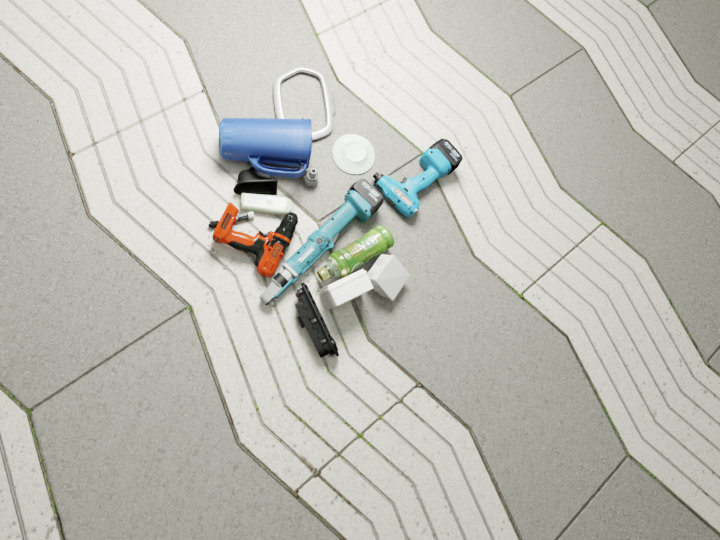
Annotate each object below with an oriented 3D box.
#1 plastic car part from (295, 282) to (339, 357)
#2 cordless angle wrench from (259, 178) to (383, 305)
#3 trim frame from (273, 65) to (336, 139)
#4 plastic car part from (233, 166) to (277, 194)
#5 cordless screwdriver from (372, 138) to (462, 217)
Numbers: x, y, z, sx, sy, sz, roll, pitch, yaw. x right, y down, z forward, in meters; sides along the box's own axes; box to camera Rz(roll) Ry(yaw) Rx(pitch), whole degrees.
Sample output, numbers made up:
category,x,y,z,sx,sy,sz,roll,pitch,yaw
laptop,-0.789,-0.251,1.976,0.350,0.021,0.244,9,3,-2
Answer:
category,x,y,z,sx,sy,sz,roll,pitch,yaw
plastic car part,-0.116,0.132,1.057,0.066,0.066,0.206,-30,82,-8
cordless angle wrench,-0.109,-0.071,1.113,0.098,0.074,0.420,43,74,1
trim frame,-0.162,-0.493,1.240,0.181,0.027,0.253,-6,74,-11
plastic car part,-0.282,-0.245,1.136,0.115,0.065,0.073,0,61,-8
cordless screwdriver,0.163,-0.285,1.220,0.160,0.074,0.247,45,76,3
